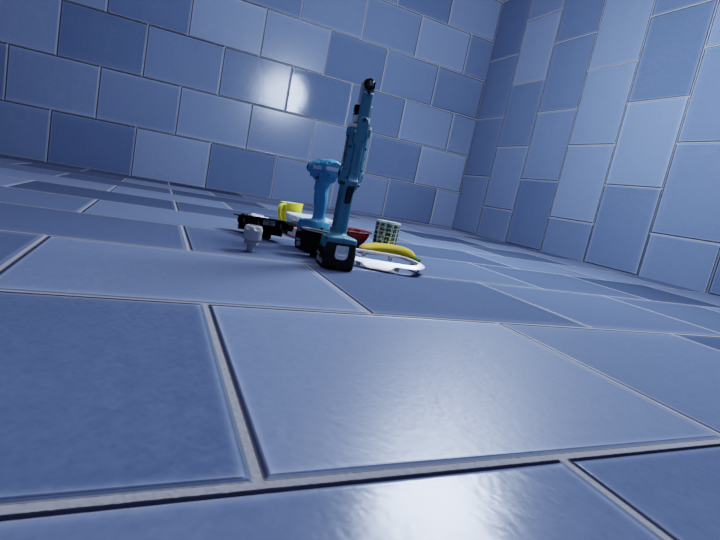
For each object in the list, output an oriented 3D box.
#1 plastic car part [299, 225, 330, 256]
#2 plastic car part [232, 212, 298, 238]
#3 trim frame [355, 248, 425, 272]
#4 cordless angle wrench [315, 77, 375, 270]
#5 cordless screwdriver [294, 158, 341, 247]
[{"bbox_3d":[-0.104,-0.068,1.059,0.114,0.070,0.068,9,9,-13],"label":"plastic car part"},{"bbox_3d":[-0.282,-0.129,1.220,0.213,0.066,0.064,16,10,28],"label":"plastic car part"},{"bbox_3d":[0.044,-0.028,1.110,0.250,0.027,0.184,11,10,3],"label":"trim frame"},{"bbox_3d":[-0.023,-0.213,0.952,0.072,0.420,0.101,9,8,-17],"label":"cordless angle wrench"},{"bbox_3d":[-0.124,-0.181,1.155,0.071,0.247,0.167,6,10,-32],"label":"cordless screwdriver"}]
